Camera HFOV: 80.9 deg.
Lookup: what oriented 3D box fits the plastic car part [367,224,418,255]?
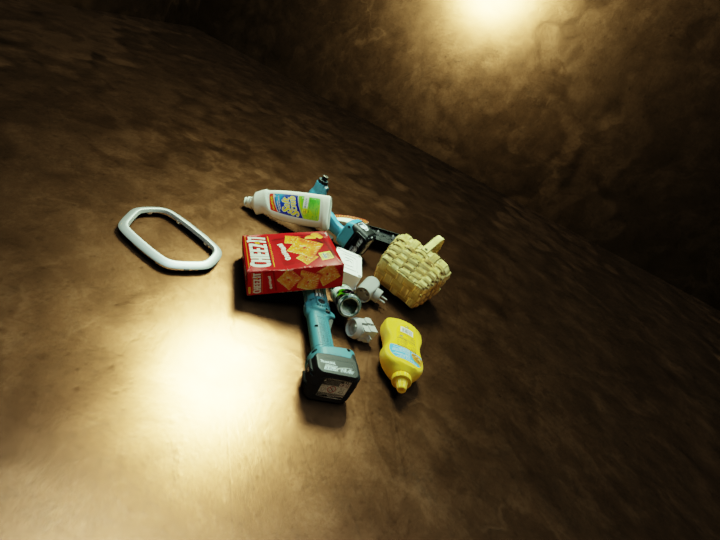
[{"bbox_3d":[0.085,-0.090,1.376,0.198,0.066,0.068,21,55,-12],"label":"plastic car part"}]

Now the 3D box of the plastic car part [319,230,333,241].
[{"bbox_3d":[-0.115,-0.075,1.174,0.068,0.070,0.113,35,27,16],"label":"plastic car part"}]

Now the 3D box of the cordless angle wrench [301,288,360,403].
[{"bbox_3d":[-0.093,0.089,0.930,0.094,0.074,0.441,14,29,-22],"label":"cordless angle wrench"}]

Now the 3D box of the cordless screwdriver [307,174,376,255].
[{"bbox_3d":[-0.065,-0.160,1.261,0.258,0.159,0.072,40,28,18],"label":"cordless screwdriver"}]

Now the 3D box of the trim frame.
[{"bbox_3d":[-0.432,-0.075,0.968,0.256,0.027,0.180,33,31,15],"label":"trim frame"}]
